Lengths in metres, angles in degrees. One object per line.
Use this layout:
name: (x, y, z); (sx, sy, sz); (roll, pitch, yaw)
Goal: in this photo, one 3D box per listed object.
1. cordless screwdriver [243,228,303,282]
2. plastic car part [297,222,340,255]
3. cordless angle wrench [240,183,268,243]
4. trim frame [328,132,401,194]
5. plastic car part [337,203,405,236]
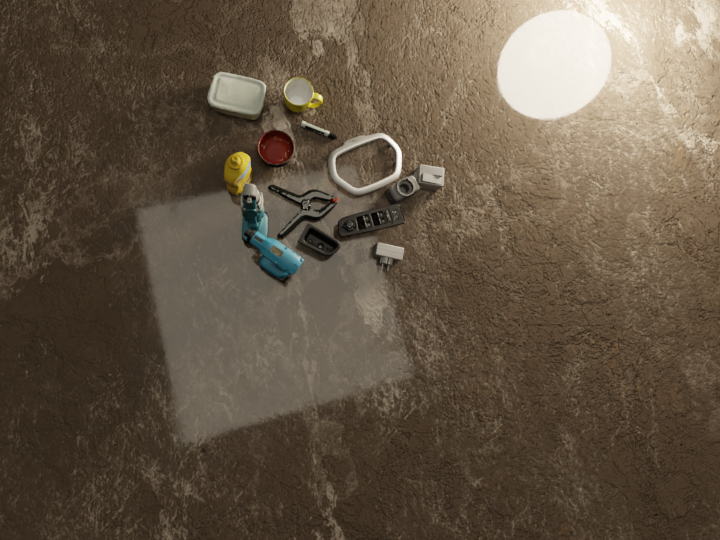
cordless screwdriver: (-0.238, -0.041, 1.134); (0.158, 0.250, 0.074); (35, 78, -5)
plastic car part: (-0.122, -0.080, 1.245); (0.116, 0.071, 0.066); (29, 79, -3)
cordless angle wrench: (-0.269, -0.145, 1.058); (0.073, 0.426, 0.099); (2, 84, -12)
trim frame: (0.017, -0.338, 1.327); (0.246, 0.027, 0.186); (-26, 85, -10)
plastic car part: (0.025, -0.146, 1.276); (0.200, 0.067, 0.067); (-14, 85, -9)
